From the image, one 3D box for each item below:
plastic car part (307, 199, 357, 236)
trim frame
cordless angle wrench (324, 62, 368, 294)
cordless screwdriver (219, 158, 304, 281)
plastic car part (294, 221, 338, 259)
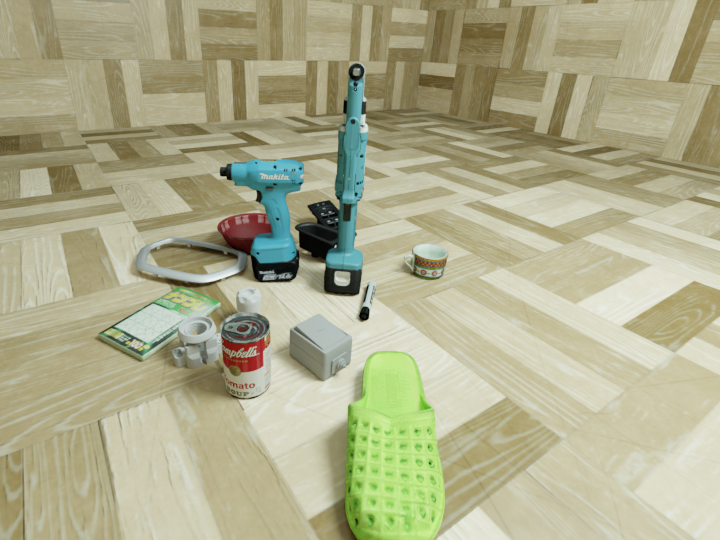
[{"bbox_3d":[-0.073,-0.112,1.062,0.064,0.065,0.214,-9,30,-22],"label":"plastic car part"},{"bbox_3d":[-0.369,-0.026,0.925,0.254,0.027,0.184,9,29,12],"label":"trim frame"},{"bbox_3d":[-0.021,-0.155,0.782,0.075,0.413,0.099,6,26,2],"label":"cordless angle wrench"},{"bbox_3d":[-0.194,-0.100,0.847,0.158,0.243,0.076,2,27,-4],"label":"cordless screwdriver"},{"bbox_3d":[-0.094,-0.062,0.965,0.122,0.069,0.064,20,31,29],"label":"plastic car part"}]
